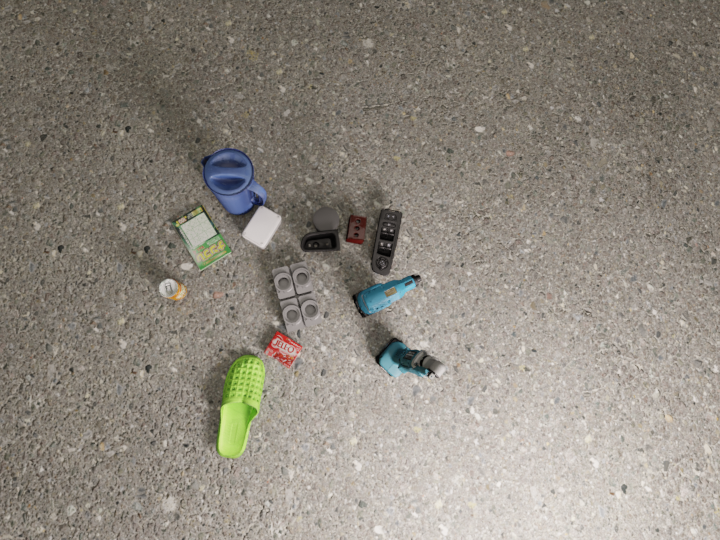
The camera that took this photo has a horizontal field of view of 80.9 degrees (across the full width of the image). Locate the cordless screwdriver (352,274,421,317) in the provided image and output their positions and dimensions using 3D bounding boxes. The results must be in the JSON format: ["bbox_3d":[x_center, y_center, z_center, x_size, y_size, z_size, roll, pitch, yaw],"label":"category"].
[{"bbox_3d":[0.067,0.066,1.166,0.158,0.248,0.075,-25,86,-11],"label":"cordless screwdriver"}]

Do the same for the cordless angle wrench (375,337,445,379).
[{"bbox_3d":[0.126,0.225,1.047,0.075,0.422,0.097,44,78,-1],"label":"cordless angle wrench"}]

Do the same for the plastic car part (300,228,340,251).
[{"bbox_3d":[-0.125,-0.082,1.275,0.116,0.071,0.067,-6,81,-6],"label":"plastic car part"}]

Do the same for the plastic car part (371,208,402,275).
[{"bbox_3d":[0.073,-0.083,1.289,0.066,0.067,0.205,12,78,-4],"label":"plastic car part"}]
